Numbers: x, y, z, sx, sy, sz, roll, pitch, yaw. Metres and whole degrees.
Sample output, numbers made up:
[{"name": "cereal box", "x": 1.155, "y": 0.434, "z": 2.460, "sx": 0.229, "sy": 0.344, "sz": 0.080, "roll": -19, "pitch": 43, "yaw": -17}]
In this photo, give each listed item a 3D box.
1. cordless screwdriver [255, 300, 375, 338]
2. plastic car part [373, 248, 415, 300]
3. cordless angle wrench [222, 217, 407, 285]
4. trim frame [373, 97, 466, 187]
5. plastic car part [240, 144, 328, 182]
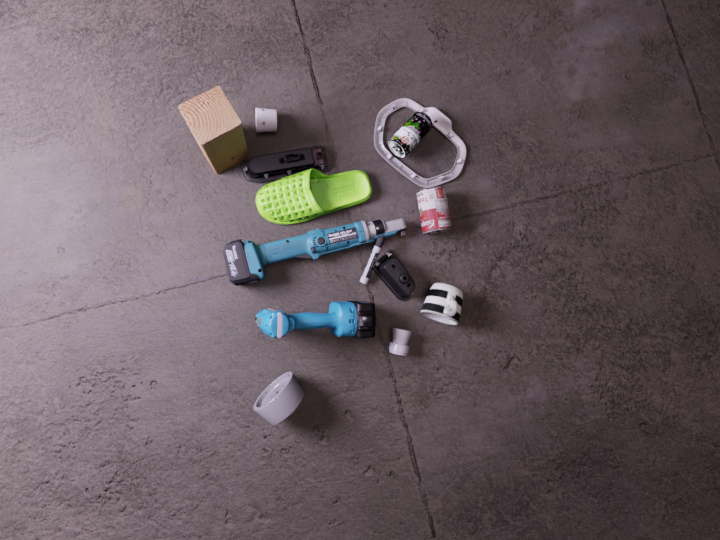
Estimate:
[{"name": "cordless screwdriver", "x": -0.101, "y": 0.106, "z": 0.919, "sx": 0.240, "sy": 0.164, "sz": 0.074, "roll": 0, "pitch": 89, "yaw": -23}, {"name": "plastic car part", "x": 0.087, "y": 0.013, "z": 0.967, "sx": 0.065, "sy": 0.071, "sz": 0.117, "roll": -38, "pitch": 87, "yaw": -8}, {"name": "cordless angle wrench", "x": -0.094, "y": -0.061, "z": 0.960, "sx": 0.417, "sy": 0.075, "sz": 0.098, "roll": -14, "pitch": 87, "yaw": -10}, {"name": "trim frame", "x": 0.145, "y": -0.314, "z": 1.034, "sx": 0.249, "sy": 0.027, "sz": 0.184, "roll": 39, "pitch": 80, "yaw": 1}, {"name": "plastic car part", "x": -0.176, "y": -0.248, "z": 0.978, "sx": 0.202, "sy": 0.068, "sz": 0.066, "roll": -12, "pitch": 94, "yaw": -5}]
